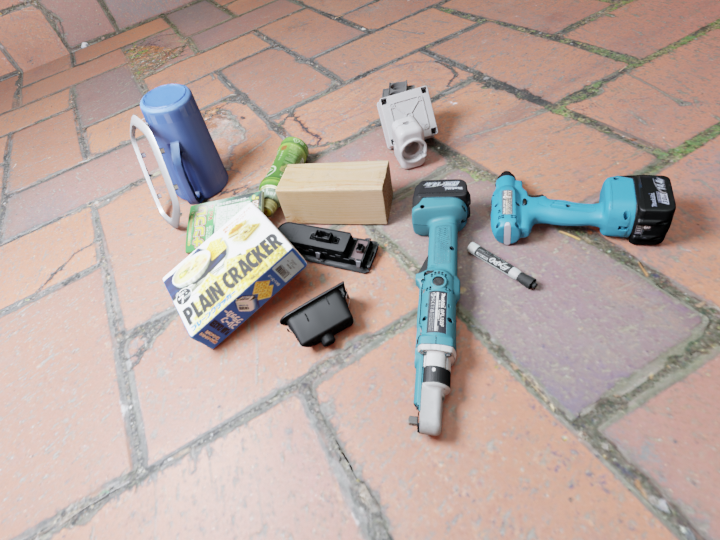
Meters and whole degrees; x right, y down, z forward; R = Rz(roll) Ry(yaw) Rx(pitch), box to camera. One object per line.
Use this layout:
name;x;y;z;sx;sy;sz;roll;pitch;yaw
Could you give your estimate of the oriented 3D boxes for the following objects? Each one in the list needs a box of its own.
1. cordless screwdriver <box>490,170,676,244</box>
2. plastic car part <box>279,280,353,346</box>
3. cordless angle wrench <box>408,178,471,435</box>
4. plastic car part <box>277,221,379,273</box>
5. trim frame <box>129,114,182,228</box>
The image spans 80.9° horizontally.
cordless screwdriver;0.350;-0.115;0.699;0.257;0.071;0.161;1;50;21
plastic car part;-0.058;0.080;0.658;0.116;0.063;0.074;-32;63;-9
cordless angle wrench;0.117;0.030;0.642;0.100;0.071;0.431;-1;52;15
plastic car part;-0.075;-0.049;0.771;0.212;0.063;0.067;11;72;28
trim frame;-0.435;-0.207;0.900;0.027;0.243;0.193;-28;19;-34
